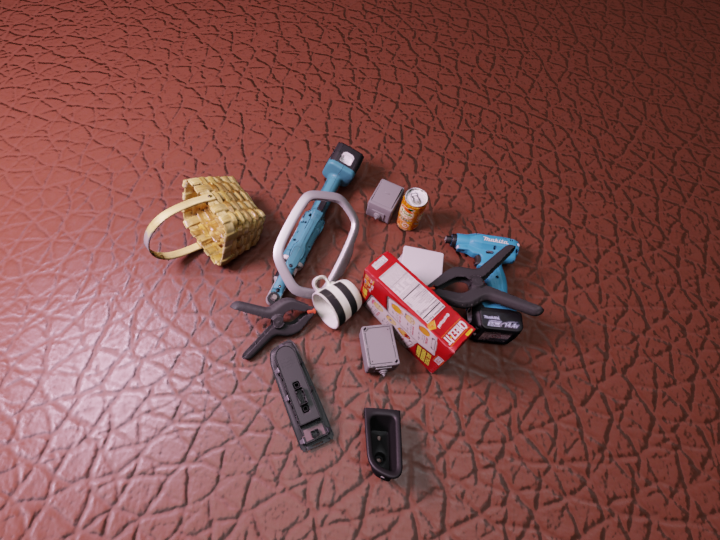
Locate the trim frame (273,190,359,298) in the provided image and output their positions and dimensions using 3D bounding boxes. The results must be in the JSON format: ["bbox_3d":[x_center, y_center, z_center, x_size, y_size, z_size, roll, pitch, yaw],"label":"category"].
[{"bbox_3d":[-0.089,-0.058,0.910,0.176,0.028,0.250,33,68,-25],"label":"trim frame"}]

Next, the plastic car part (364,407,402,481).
[{"bbox_3d":[0.037,0.312,0.743,0.066,0.069,0.120,3,46,-3],"label":"plastic car part"}]

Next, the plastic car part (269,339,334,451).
[{"bbox_3d":[-0.120,0.225,0.796,0.066,0.065,0.212,-24,62,-8],"label":"plastic car part"}]

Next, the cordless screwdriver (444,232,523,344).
[{"bbox_3d":[0.260,0.025,0.910,0.161,0.072,0.253,8,58,4],"label":"cordless screwdriver"}]

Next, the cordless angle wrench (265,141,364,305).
[{"bbox_3d":[-0.111,-0.107,0.967,0.073,0.099,0.425,28,67,-10],"label":"cordless angle wrench"}]
